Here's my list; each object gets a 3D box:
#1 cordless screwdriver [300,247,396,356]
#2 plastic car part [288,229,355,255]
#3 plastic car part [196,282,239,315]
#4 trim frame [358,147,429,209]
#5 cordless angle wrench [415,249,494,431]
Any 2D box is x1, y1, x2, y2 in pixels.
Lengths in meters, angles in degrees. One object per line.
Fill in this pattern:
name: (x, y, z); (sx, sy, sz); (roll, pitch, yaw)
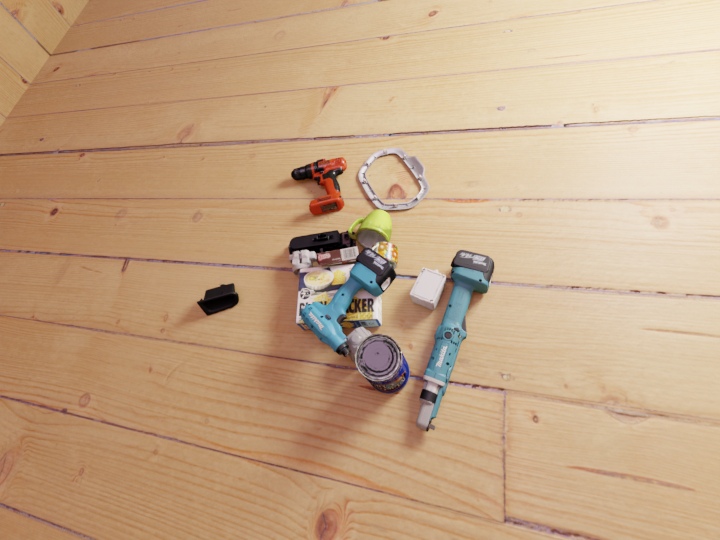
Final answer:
cordless screwdriver: (-0.013, 0.075, 1.017); (0.248, 0.071, 0.168); (-45, 59, -5)
plastic car part: (-0.119, -0.078, 1.220); (0.207, 0.064, 0.068); (-10, 68, 16)
plastic car part: (-0.409, 0.073, 1.236); (0.117, 0.063, 0.074); (-20, 45, 3)
trim frame: (0.099, -0.281, 1.276); (0.184, 0.026, 0.260); (-27, 56, 1)
cordless angle wrench: (0.207, 0.156, 0.981); (0.102, 0.071, 0.425); (15, 70, 24)
